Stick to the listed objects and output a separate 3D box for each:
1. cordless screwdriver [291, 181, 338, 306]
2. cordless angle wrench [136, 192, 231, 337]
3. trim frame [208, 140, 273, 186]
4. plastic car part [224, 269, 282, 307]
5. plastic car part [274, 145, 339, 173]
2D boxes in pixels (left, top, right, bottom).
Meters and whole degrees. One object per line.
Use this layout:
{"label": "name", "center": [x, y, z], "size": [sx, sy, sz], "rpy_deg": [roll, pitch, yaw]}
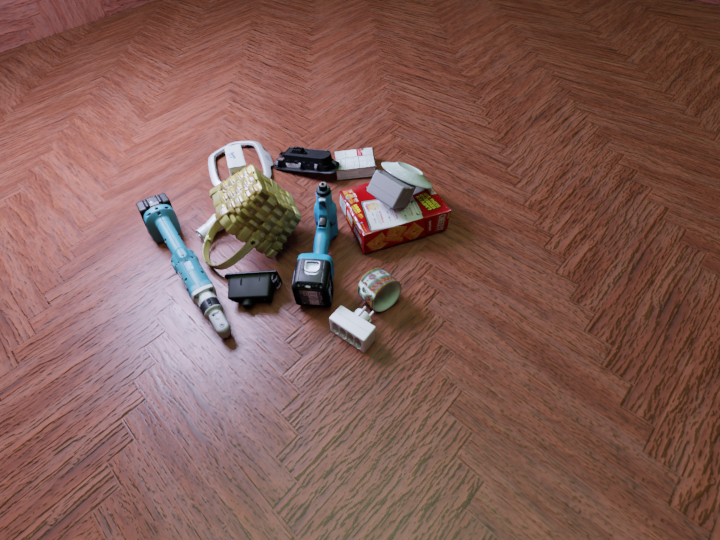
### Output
{"label": "cordless screwdriver", "center": [-0.087, -0.057, 0.892], "size": [0.075, 0.153, 0.255], "rpy_deg": [3, 51, 4]}
{"label": "cordless angle wrench", "center": [-0.387, -0.017, 0.935], "size": [0.073, 0.095, 0.445], "rpy_deg": [-27, 55, -23]}
{"label": "trim frame", "center": [-0.346, -0.304, 1.222], "size": [0.182, 0.026, 0.261], "rpy_deg": [-18, 48, -9]}
{"label": "plastic car part", "center": [-0.228, 0.042, 0.888], "size": [0.117, 0.063, 0.073], "rpy_deg": [-5, 63, 4]}
{"label": "plastic car part", "center": [-0.148, -0.307, 1.162], "size": [0.213, 0.064, 0.066], "rpy_deg": [17, 45, 28]}
